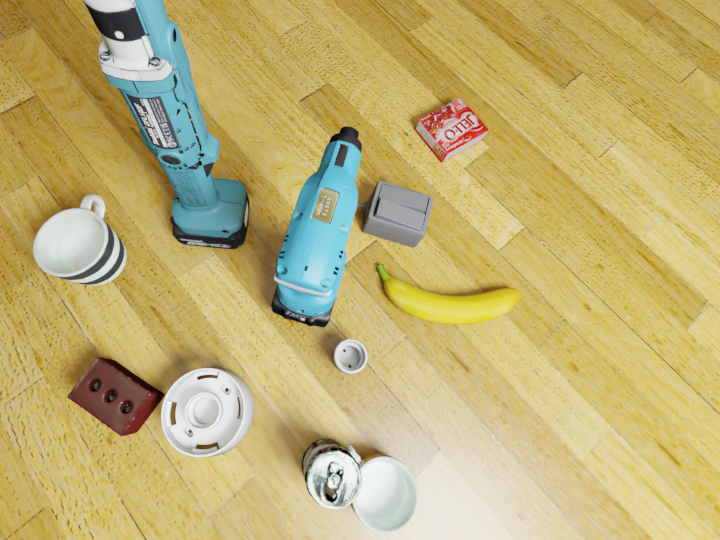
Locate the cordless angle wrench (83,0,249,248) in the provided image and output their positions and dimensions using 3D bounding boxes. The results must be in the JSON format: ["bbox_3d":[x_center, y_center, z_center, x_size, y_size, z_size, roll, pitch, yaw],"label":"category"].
[{"bbox_3d":[-0.170,-0.125,0.395,0.097,0.419,0.075,6,72,-8],"label":"cordless angle wrench"}]

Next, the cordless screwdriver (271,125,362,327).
[{"bbox_3d":[-0.045,-0.030,0.461,0.074,0.246,0.161,17,71,-4],"label":"cordless screwdriver"}]
